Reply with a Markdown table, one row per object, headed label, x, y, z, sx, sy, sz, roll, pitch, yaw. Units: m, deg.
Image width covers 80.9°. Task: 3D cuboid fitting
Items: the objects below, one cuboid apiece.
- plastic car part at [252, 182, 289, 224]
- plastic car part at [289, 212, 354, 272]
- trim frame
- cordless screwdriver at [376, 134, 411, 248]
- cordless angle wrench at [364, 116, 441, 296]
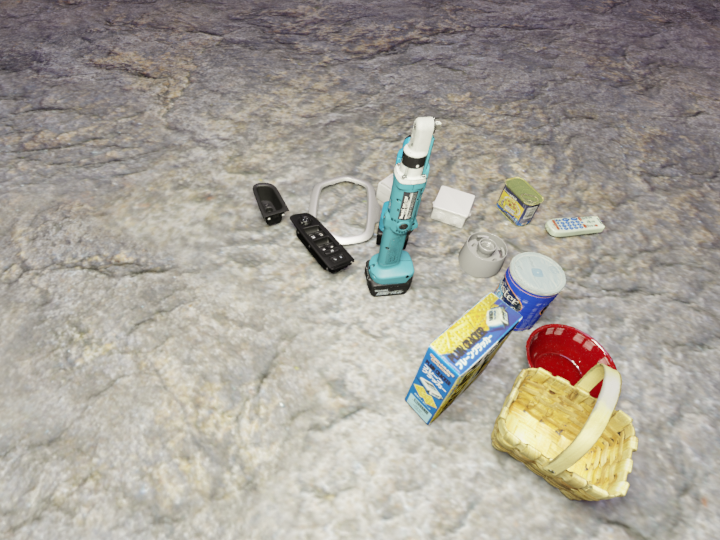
| label | x | y | z | sx | sy | sz | roll | pitch | yaw |
| --- | --- | --- | --- | --- | --- | --- | --- | --- | --- |
| plastic car part | -0.228 | -0.160 | 1.060 | 0.065 | 0.069 | 0.122 | -18 | 54 | -18 |
| plastic car part | -0.096 | -0.063 | 0.985 | 0.065 | 0.065 | 0.213 | -25 | 55 | -22 |
| trim frame | -0.040 | -0.161 | 1.093 | 0.185 | 0.027 | 0.255 | 3 | 50 | 1 |
| cordless screwdriver | 0.093 | -0.176 | 0.970 | 0.075 | 0.242 | 0.162 | 11 | 51 | 2 |
| cordless angle wrench | 0.076 | -0.100 | 0.796 | 0.097 | 0.411 | 0.077 | -3 | 52 | -9 |
